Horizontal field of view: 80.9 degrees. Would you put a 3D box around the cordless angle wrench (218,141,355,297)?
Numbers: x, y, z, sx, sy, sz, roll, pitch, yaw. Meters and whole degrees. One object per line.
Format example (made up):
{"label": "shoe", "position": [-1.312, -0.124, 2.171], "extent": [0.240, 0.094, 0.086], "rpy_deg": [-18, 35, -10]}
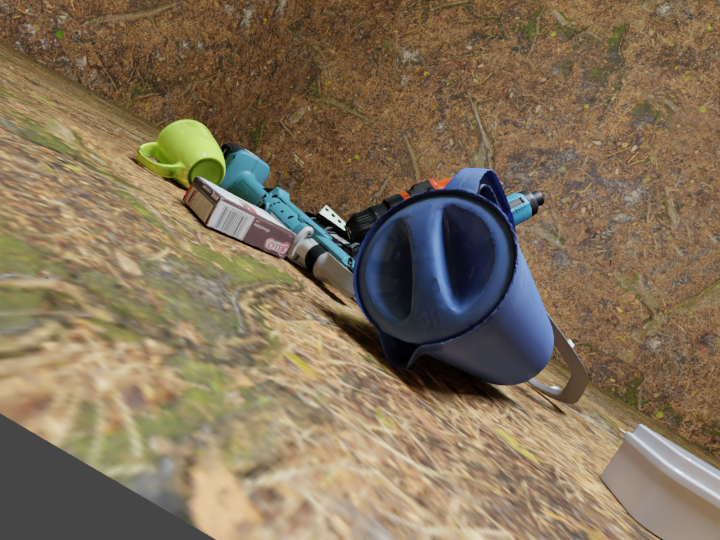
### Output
{"label": "cordless angle wrench", "position": [-0.122, -0.081, 0.610], "extent": [0.070, 0.098, 0.448], "rpy_deg": [26, 10, -43]}

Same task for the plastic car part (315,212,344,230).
{"label": "plastic car part", "position": [-0.058, -0.055, 0.874], "extent": [0.112, 0.066, 0.073], "rpy_deg": [32, 19, -20]}

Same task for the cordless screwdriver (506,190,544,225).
{"label": "cordless screwdriver", "position": [0.141, -0.012, 0.570], "extent": [0.077, 0.158, 0.240], "rpy_deg": [62, -7, 23]}

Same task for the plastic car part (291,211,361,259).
{"label": "plastic car part", "position": [-0.068, -0.045, 0.700], "extent": [0.064, 0.065, 0.214], "rpy_deg": [-3, 24, -30]}

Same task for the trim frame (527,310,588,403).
{"label": "trim frame", "position": [0.236, 0.086, 0.636], "extent": [0.254, 0.027, 0.182], "rpy_deg": [56, -17, 11]}
